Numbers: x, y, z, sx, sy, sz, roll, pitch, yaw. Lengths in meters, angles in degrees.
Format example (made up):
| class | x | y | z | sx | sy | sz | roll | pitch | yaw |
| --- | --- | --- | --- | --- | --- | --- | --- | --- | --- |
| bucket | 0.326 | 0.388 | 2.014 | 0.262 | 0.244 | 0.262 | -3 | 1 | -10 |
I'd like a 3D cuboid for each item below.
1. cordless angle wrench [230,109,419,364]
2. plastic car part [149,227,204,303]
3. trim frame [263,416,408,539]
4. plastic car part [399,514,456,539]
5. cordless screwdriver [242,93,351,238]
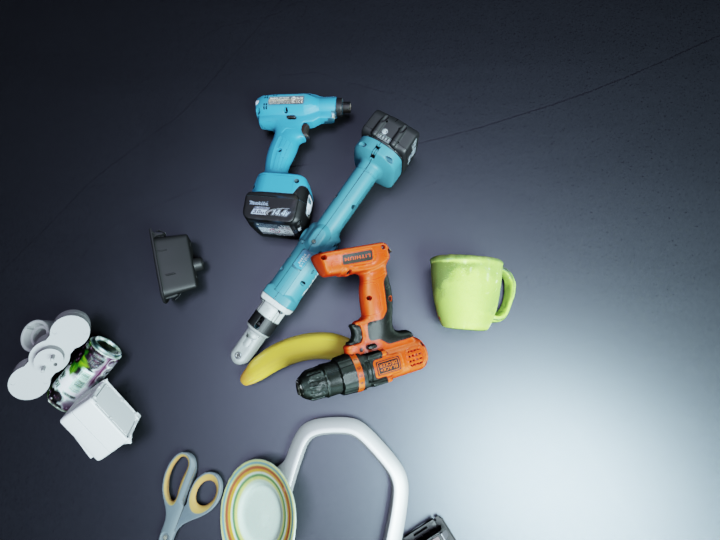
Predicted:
| class | x | y | z | sx | sy | sz | roll | pitch | yaw |
| --- | --- | --- | --- | --- | --- | --- | --- | --- | --- |
| cordless angle wrench | -0.061 | -0.040 | 0.628 | 0.076 | 0.096 | 0.423 | 34 | 86 | 10 |
| plastic car part | -0.289 | -0.011 | 0.675 | 0.070 | 0.065 | 0.119 | -17 | 76 | -12 |
| trim frame | -0.039 | 0.321 | 0.552 | 0.188 | 0.027 | 0.250 | 12 | 78 | 12 |
| plastic car part | 0.130 | 0.404 | 0.484 | 0.066 | 0.066 | 0.209 | -31 | 75 | -9 |
| cordless screwdriver | -0.100 | -0.178 | 0.681 | 0.162 | 0.072 | 0.253 | 0 | 71 | 9 |
